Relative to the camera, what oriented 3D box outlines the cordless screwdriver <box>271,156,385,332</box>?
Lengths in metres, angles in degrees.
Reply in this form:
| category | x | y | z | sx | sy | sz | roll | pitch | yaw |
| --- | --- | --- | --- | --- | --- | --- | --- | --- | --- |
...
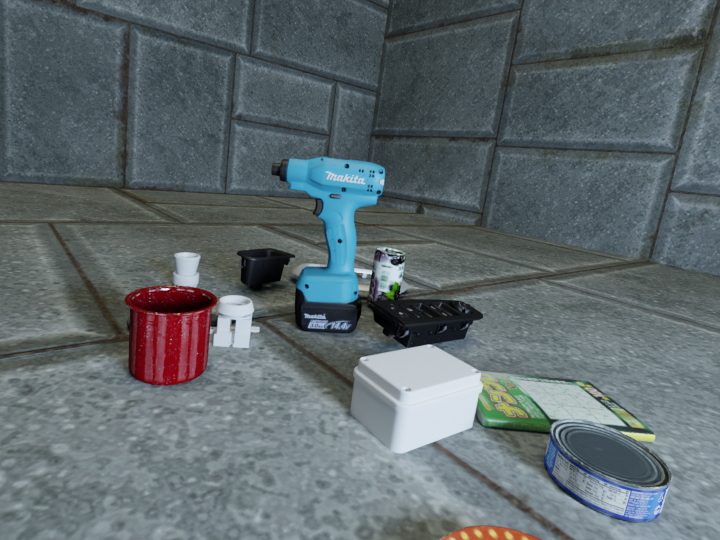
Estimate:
| category | x | y | z | sx | sy | sz | roll | pitch | yaw |
| --- | --- | --- | --- | --- | --- | --- | --- | --- | --- |
| cordless screwdriver | -0.060 | -0.039 | 0.617 | 0.159 | 0.246 | 0.075 | 8 | 11 | 0 |

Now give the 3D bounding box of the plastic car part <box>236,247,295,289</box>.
| category | x | y | z | sx | sy | sz | roll | pitch | yaw |
| --- | --- | --- | --- | --- | --- | --- | --- | --- | --- |
| plastic car part | -0.183 | -0.001 | 0.776 | 0.069 | 0.070 | 0.112 | 14 | 14 | 28 |

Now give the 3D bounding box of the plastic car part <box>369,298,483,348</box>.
| category | x | y | z | sx | sy | sz | roll | pitch | yaw |
| --- | --- | --- | --- | --- | --- | --- | --- | --- | --- |
| plastic car part | 0.101 | 0.076 | 0.604 | 0.194 | 0.066 | 0.070 | -4 | 16 | -39 |

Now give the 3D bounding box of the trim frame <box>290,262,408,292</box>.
| category | x | y | z | sx | sy | sz | roll | pitch | yaw |
| --- | --- | --- | --- | --- | --- | --- | --- | --- | --- |
| trim frame | -0.021 | 0.017 | 0.872 | 0.244 | 0.027 | 0.189 | 4 | 14 | -11 |
